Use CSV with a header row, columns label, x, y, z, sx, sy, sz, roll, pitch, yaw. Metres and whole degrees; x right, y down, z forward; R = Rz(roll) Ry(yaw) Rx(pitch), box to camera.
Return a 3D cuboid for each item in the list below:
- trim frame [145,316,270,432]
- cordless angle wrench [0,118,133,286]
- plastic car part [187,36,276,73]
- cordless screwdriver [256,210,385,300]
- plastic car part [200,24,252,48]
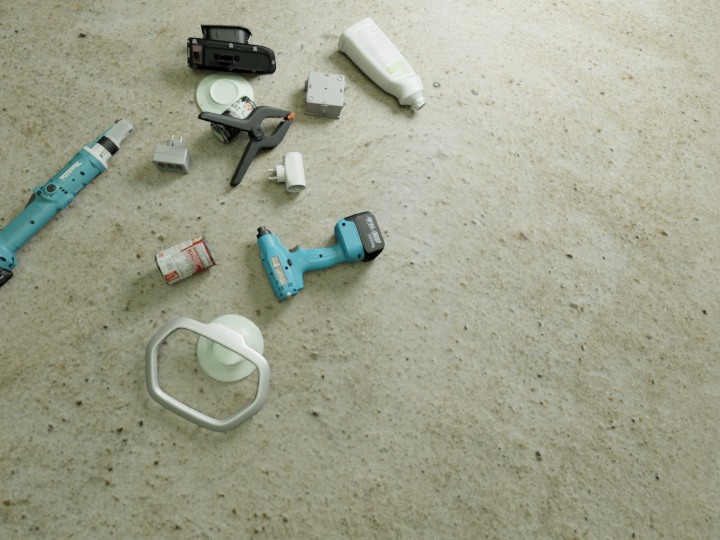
label,x,y,z,sx,sy,sz,roll,pitch,yaw
trim frame,-0.290,0.193,0.797,0.251,0.027,0.184,25,86,5
cordless angle wrench,-0.615,-0.155,0.854,0.098,0.074,0.422,35,72,1
plastic car part,-0.289,-0.486,0.963,0.197,0.070,0.065,-3,113,-18
cordless screwdriver,-0.086,-0.056,0.879,0.247,0.073,0.162,-23,79,-8
plastic car part,-0.313,-0.531,0.996,0.115,0.067,0.071,-2,92,-11
